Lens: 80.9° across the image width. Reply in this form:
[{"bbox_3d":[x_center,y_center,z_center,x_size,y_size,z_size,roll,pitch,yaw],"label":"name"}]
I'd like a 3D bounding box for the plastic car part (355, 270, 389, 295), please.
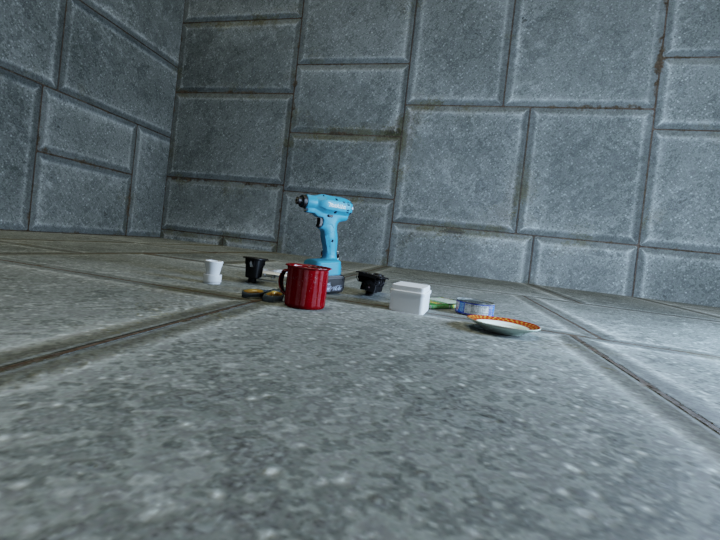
[{"bbox_3d":[0.036,0.034,1.143,0.068,0.067,0.198,7,4,12],"label":"plastic car part"}]

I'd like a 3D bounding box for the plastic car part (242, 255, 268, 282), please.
[{"bbox_3d":[-0.285,-0.003,1.129,0.065,0.071,0.118,6,3,-7],"label":"plastic car part"}]

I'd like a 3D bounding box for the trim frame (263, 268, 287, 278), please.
[{"bbox_3d":[-0.218,0.015,1.305,0.194,0.027,0.236,10,5,42],"label":"trim frame"}]

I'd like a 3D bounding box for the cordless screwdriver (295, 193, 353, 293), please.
[{"bbox_3d":[-0.104,-0.068,1.067,0.152,0.248,0.078,5,2,-36],"label":"cordless screwdriver"}]
